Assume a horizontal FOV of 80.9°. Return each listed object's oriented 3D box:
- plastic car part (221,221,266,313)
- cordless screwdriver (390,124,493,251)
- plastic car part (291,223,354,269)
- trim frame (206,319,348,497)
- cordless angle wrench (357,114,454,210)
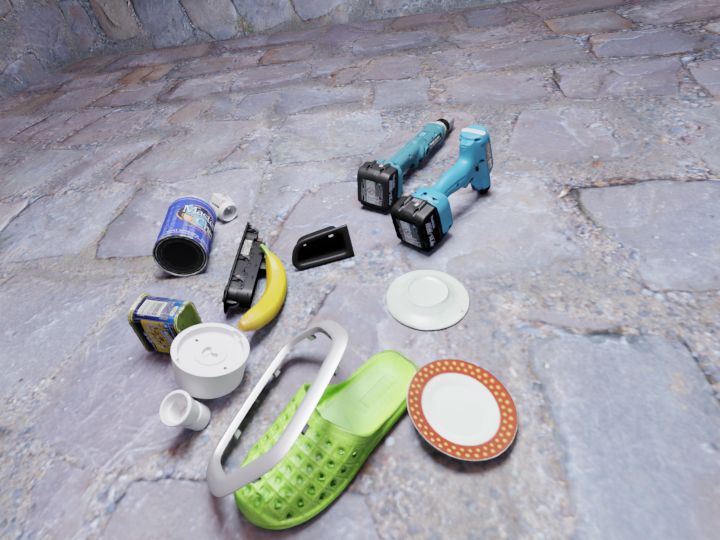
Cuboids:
[{"bbox_3d":[-0.208,0.000,0.776,0.066,0.065,0.207,17,40,-9],"label":"plastic car part"},{"bbox_3d":[0.171,-0.139,0.804,0.079,0.151,0.247,27,69,39],"label":"cordless screwdriver"},{"bbox_3d":[-0.079,-0.052,0.806,0.116,0.064,0.073,-16,26,-1],"label":"plastic car part"},{"bbox_3d":[-0.099,0.155,0.518,0.190,0.027,0.249,-22,30,45],"label":"trim frame"},{"bbox_3d":[0.132,-0.282,0.992,0.078,0.094,0.418,20,46,25],"label":"cordless angle wrench"}]
